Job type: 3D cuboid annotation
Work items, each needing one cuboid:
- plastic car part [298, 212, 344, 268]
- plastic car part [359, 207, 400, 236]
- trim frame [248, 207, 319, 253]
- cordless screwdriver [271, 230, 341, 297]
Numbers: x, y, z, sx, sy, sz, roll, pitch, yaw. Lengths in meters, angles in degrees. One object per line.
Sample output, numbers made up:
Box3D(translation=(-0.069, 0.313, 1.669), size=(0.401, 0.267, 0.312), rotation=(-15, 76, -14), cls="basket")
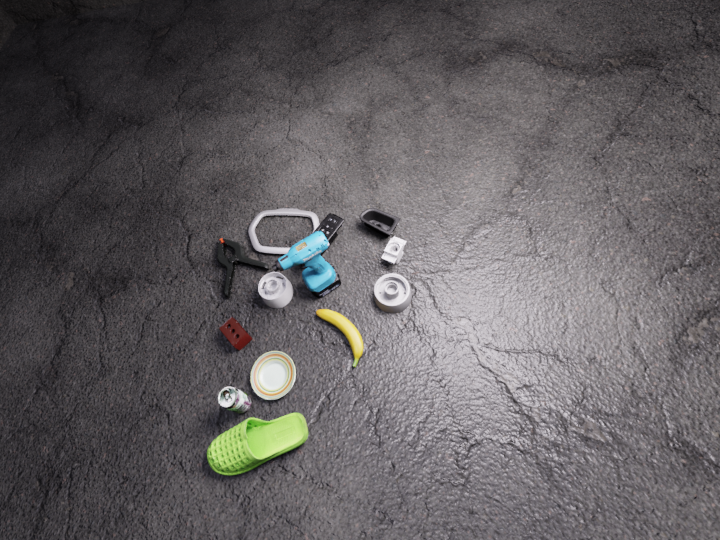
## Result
Box3D(translation=(-0.130, -0.085, 1.326), size=(0.069, 0.064, 0.202), rotation=(32, 73, 24), cls="plastic car part")
Box3D(translation=(0.059, -0.143, 1.311), size=(0.122, 0.068, 0.066), rotation=(27, 70, 24), cls="plastic car part")
Box3D(translation=(-0.255, -0.135, 1.405), size=(0.254, 0.026, 0.188), rotation=(1, 62, 14), cls="trim frame")
Box3D(translation=(-0.146, -0.001, 1.182), size=(0.158, 0.239, 0.078), rotation=(-31, 62, -7), cls="cordless screwdriver")
